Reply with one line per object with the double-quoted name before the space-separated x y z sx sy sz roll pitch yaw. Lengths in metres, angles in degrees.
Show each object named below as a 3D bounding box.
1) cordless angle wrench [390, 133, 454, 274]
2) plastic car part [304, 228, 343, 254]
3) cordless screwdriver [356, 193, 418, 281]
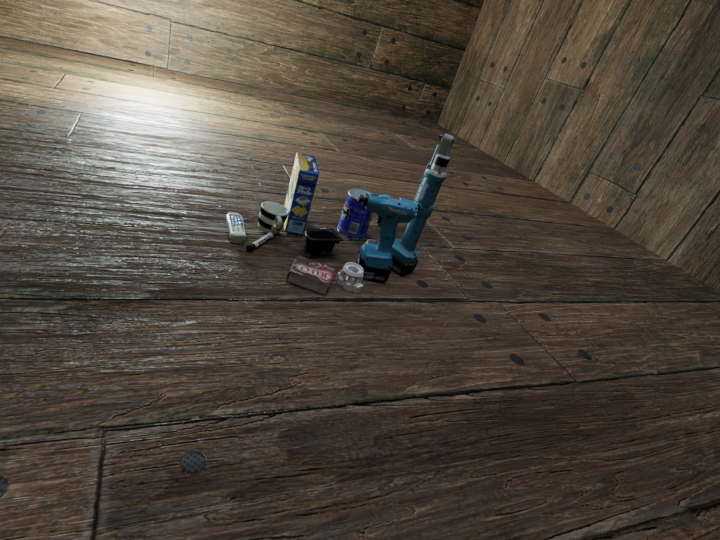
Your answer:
"cordless angle wrench" 0.175 -0.182 1.209 0.103 0.417 0.072 36 33 27
"plastic car part" -0.121 -0.079 1.241 0.112 0.070 0.070 -6 38 -35
"cordless screwdriver" 0.042 -0.094 1.169 0.157 0.245 0.076 14 29 -8
